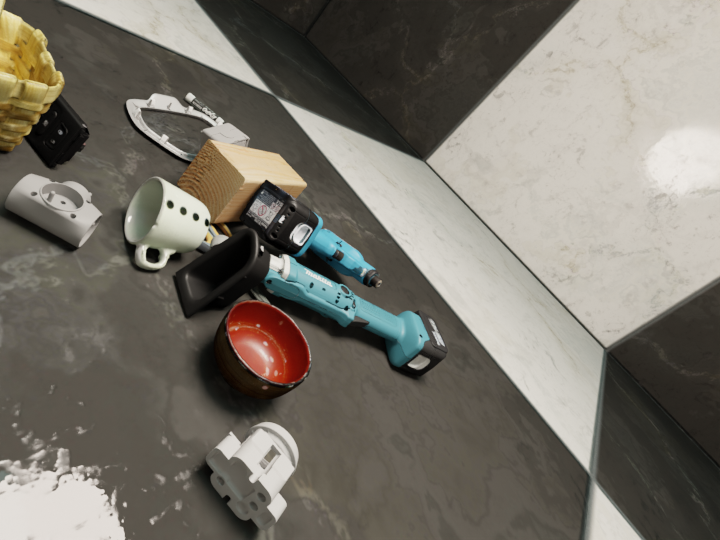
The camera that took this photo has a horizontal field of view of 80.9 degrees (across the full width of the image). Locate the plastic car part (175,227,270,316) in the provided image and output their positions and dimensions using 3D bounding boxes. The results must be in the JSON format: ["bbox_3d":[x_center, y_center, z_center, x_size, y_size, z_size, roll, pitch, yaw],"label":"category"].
[{"bbox_3d":[-0.156,0.006,0.520,0.069,0.117,0.067,62,7,28],"label":"plastic car part"}]

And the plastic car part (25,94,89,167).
[{"bbox_3d":[-0.417,-0.222,0.549,0.206,0.067,0.066,46,15,7],"label":"plastic car part"}]

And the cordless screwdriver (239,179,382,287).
[{"bbox_3d":[-0.066,-0.043,0.677,0.168,0.074,0.236,37,3,32],"label":"cordless screwdriver"}]

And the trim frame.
[{"bbox_3d":[-0.325,-0.268,0.807,0.188,0.028,0.241,46,26,10],"label":"trim frame"}]

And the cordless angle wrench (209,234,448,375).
[{"bbox_3d":[-0.039,0.049,0.647,0.403,0.075,0.102,29,28,-28],"label":"cordless angle wrench"}]
